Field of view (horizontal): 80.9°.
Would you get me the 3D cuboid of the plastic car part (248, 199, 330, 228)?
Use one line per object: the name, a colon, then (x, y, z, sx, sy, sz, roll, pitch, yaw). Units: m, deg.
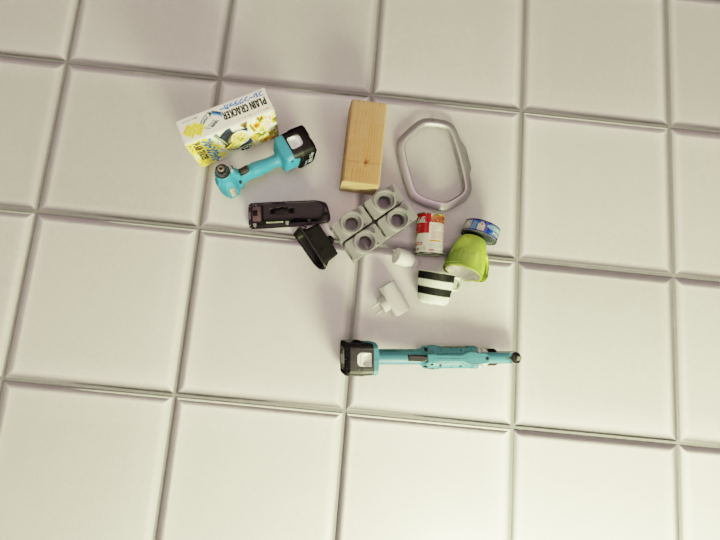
plastic car part: (-0.174, -0.144, 1.034, 0.201, 0.066, 0.067, -2, 77, -5)

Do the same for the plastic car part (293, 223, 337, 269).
plastic car part: (-0.100, -0.066, 1.027, 0.070, 0.067, 0.117, -37, 89, -22)

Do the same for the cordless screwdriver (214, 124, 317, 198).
cordless screwdriver: (-0.227, -0.259, 0.998, 0.247, 0.159, 0.075, -29, 88, -8)

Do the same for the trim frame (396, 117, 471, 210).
trim frame: (0.192, -0.272, 1.080, 0.183, 0.027, 0.252, -13, 81, -3)

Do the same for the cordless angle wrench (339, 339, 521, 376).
cordless angle wrench: (0.166, 0.202, 0.983, 0.419, 0.098, 0.075, 1, 84, -6)
